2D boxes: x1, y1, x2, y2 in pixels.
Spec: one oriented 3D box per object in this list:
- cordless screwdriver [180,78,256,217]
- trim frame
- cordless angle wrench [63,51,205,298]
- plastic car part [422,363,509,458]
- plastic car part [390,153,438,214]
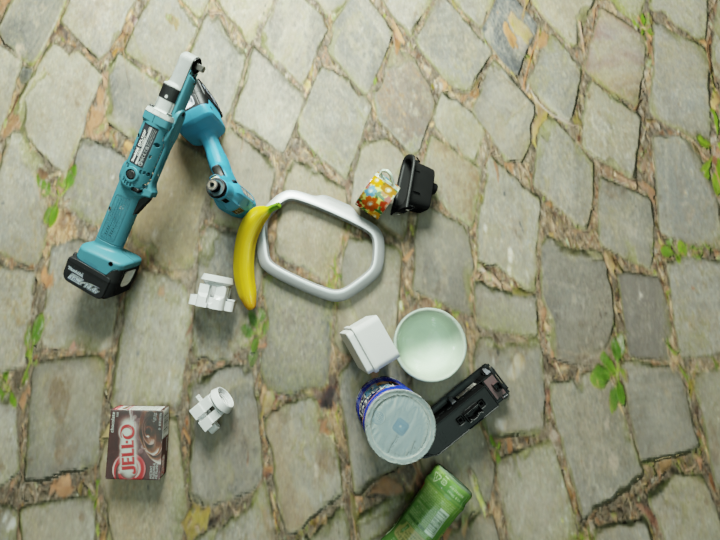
[{"bbox_3d":[-0.265,-0.214,0.735,0.074,0.156,0.253,-26,82,1],"label":"cordless screwdriver"},{"bbox_3d":[-0.076,-0.050,0.778,0.251,0.027,0.184,23,82,5],"label":"trim frame"},{"bbox_3d":[-0.361,-0.155,0.695,0.099,0.074,0.422,29,101,2],"label":"cordless angle wrench"},{"bbox_3d":[0.168,0.248,0.716,0.202,0.067,0.066,-36,93,-4],"label":"plastic car part"},{"bbox_3d":[0.107,-0.155,0.786,0.069,0.067,0.117,19,77,-16],"label":"plastic car part"}]
